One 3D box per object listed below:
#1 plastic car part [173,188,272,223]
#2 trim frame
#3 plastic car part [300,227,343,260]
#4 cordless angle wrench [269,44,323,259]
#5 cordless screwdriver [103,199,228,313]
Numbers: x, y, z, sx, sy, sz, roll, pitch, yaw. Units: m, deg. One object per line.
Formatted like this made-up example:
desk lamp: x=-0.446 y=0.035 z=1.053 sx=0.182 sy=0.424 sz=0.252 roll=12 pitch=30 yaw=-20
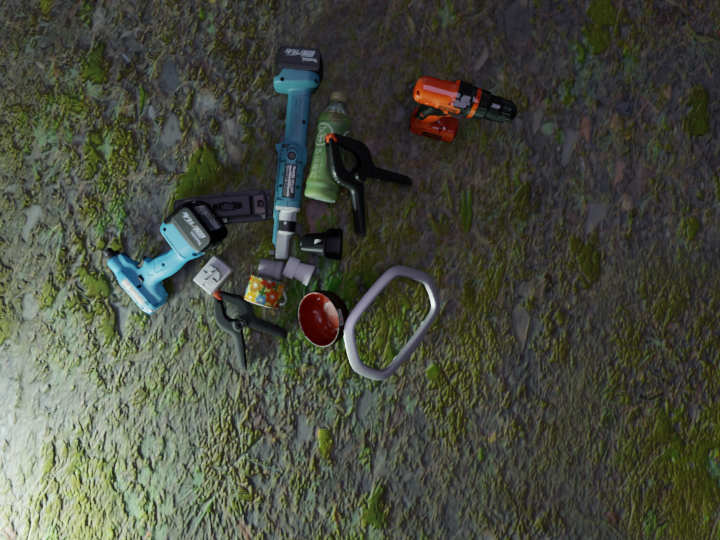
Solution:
plastic car part: x=-0.287 y=-0.126 z=0.866 sx=0.203 sy=0.067 sz=0.066 roll=-5 pitch=99 yaw=1
trim frame: x=0.066 y=0.103 z=0.850 sx=0.177 sy=0.029 sz=0.247 roll=47 pitch=72 yaw=-20
plastic car part: x=-0.083 y=-0.054 z=0.848 sx=0.073 sy=0.113 sz=0.066 roll=3 pitch=91 yaw=19
cordless angle wrench: x=-0.141 y=-0.232 z=0.866 sx=0.098 sy=0.075 sz=0.422 roll=5 pitch=91 yaw=-3
cordless screwdriver: x=-0.389 y=-0.043 z=0.826 sx=0.251 sy=0.074 sz=0.159 roll=-40 pitch=91 yaw=18
